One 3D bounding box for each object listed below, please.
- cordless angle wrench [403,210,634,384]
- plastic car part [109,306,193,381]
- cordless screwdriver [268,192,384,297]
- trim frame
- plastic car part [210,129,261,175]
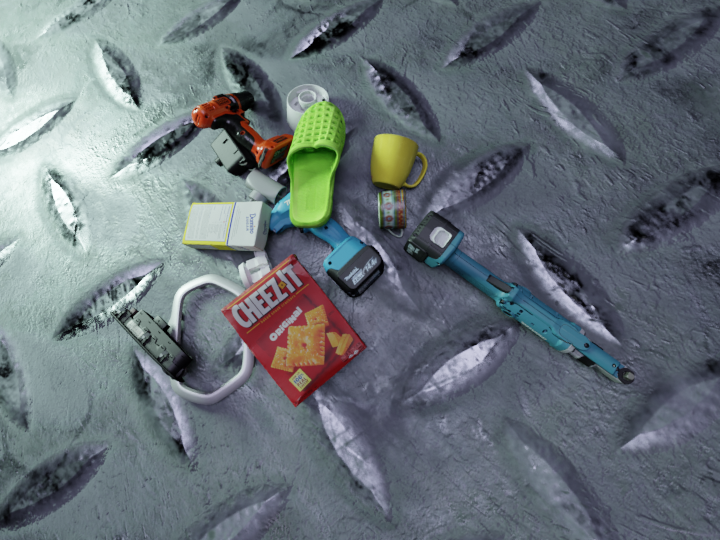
[{"bbox_3d":[0.271,0.053,0.739,0.433,0.096,0.074,37,82,11],"label":"cordless angle wrench"},{"bbox_3d":[-0.386,0.133,0.802,0.212,0.064,0.066,39,67,24],"label":"plastic car part"},{"bbox_3d":[-0.080,-0.052,0.821,0.159,0.072,0.258,-40,70,-3],"label":"cordless screwdriver"},{"bbox_3d":[-0.294,0.129,0.822,0.186,0.027,0.253,-7,75,5],"label":"trim frame"},{"bbox_3d":[-0.281,-0.250,0.914,0.071,0.063,0.121,-43,71,9],"label":"plastic car part"}]
